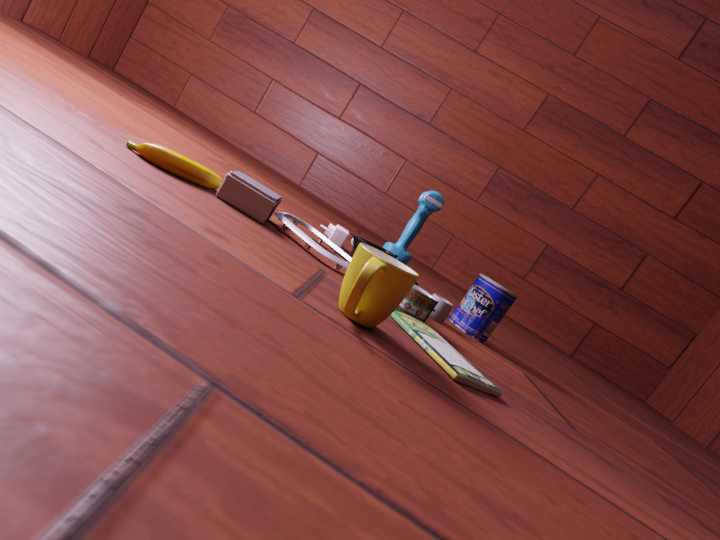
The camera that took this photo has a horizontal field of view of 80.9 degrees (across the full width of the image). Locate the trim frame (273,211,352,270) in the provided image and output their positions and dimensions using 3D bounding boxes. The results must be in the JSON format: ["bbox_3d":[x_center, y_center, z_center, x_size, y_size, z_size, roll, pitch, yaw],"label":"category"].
[{"bbox_3d":[-0.087,-0.057,0.891,0.262,0.027,0.175,37,10,31],"label":"trim frame"}]

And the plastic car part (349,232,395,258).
[{"bbox_3d":[0.021,-0.028,0.965,0.110,0.071,0.070,26,10,-38],"label":"plastic car part"}]

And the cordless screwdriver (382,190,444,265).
[{"bbox_3d":[0.120,-0.091,1.080,0.074,0.248,0.159,32,8,-2],"label":"cordless screwdriver"}]

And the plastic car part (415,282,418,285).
[{"bbox_3d":[0.071,0.017,0.895,0.069,0.067,0.193,36,9,25],"label":"plastic car part"}]
